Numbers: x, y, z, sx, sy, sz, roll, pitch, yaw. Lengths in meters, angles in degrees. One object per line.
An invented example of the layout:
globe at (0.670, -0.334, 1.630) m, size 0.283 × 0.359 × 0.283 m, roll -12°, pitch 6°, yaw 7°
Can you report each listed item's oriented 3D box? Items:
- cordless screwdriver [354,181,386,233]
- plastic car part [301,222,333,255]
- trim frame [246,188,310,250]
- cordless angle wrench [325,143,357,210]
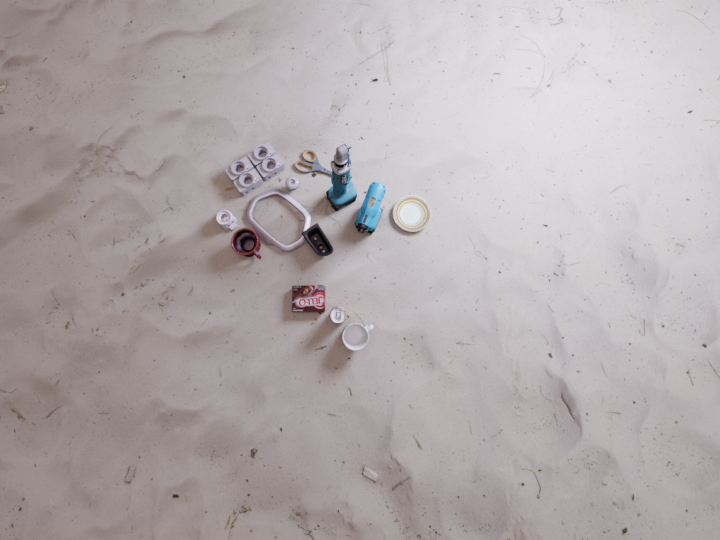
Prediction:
cordless screwdriver at (0.024, -0.172, 1.360) m, size 0.075 × 0.246 × 0.160 m, roll 21°, pitch 81°, yaw 1°
plastic car part at (-0.141, -0.092, 1.441) m, size 0.066 × 0.070 × 0.119 m, roll -34°, pitch 81°, yaw -5°
trim frame at (-0.289, -0.179, 1.488) m, size 0.253 × 0.027 × 0.184 m, roll 39°, pitch 83°, yaw 9°
cordless angle wrench at (-0.059, -0.286, 1.299) m, size 0.097 × 0.418 × 0.075 m, roll -29°, pitch 84°, yaw -6°
